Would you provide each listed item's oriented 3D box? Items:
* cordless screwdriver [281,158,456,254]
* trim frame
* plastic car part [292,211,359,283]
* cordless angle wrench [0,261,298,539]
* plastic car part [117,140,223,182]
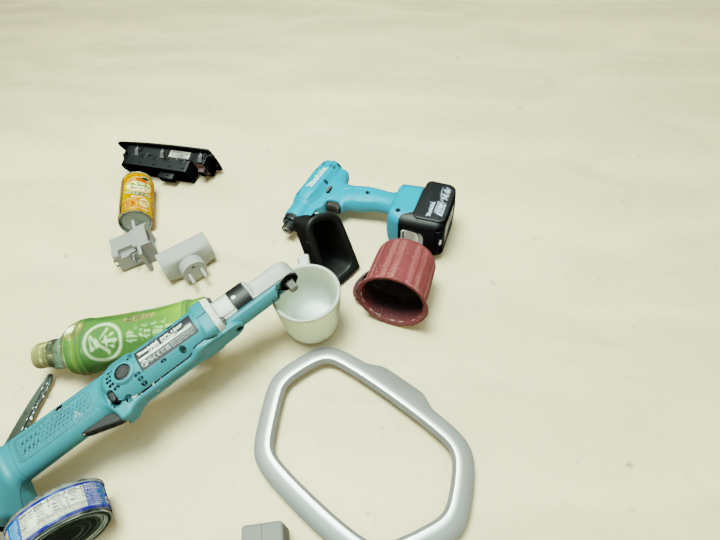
[{"bbox_3d":[0.009,-0.089,0.654,0.259,0.071,0.159,18,55,23],"label":"cordless screwdriver"},{"bbox_3d":[-0.002,0.186,0.460,0.261,0.026,0.182,28,59,27],"label":"trim frame"},{"bbox_3d":[-0.059,-0.039,0.603,0.065,0.112,0.075,-39,35,-26],"label":"plastic car part"},{"bbox_3d":[-0.244,0.121,0.455,0.419,0.071,0.103,-38,60,-15],"label":"cordless angle wrench"},{"bbox_3d":[-0.365,-0.199,0.792,0.209,0.064,0.067,14,79,15],"label":"plastic car part"}]
